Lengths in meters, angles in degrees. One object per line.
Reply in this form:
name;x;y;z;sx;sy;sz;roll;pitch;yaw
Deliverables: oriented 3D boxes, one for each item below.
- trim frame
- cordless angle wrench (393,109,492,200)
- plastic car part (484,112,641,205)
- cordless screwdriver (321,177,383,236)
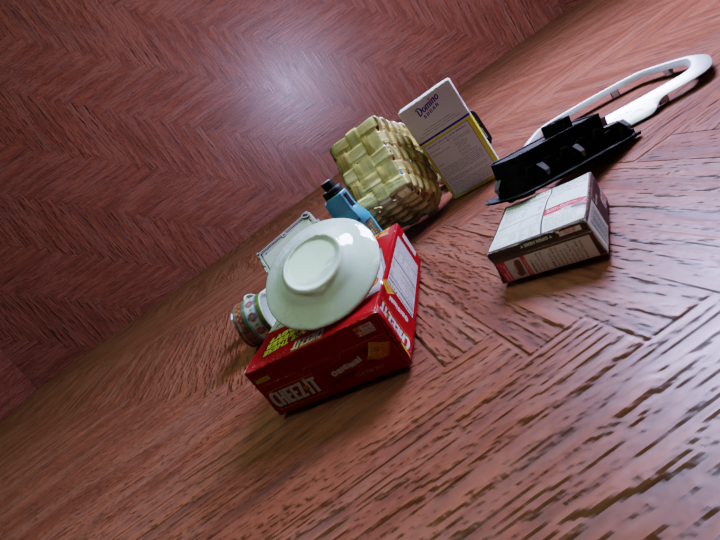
trim frame;0.350;-0.228;0.608;0.254;0.027;0.184;-26;18;24
cordless angle wrench;0.074;-0.182;0.916;0.426;0.095;0.076;-36;16;11
plastic car part;0.226;-0.135;0.488;0.200;0.065;0.069;-33;19;-17
cordless screwdriver;-0.068;-0.044;0.695;0.257;0.156;0.073;-20;19;49
